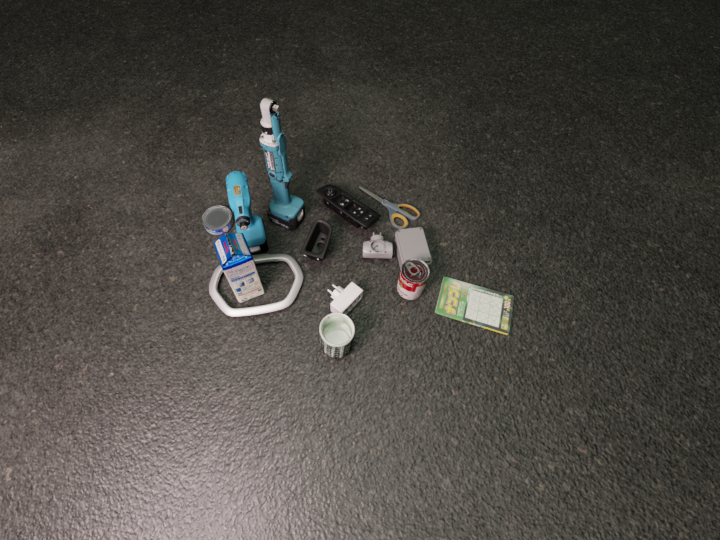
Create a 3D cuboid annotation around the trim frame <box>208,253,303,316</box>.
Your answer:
[{"bbox_3d":[-0.274,0.032,1.114,0.247,0.027,0.191,-11,59,-4],"label":"trim frame"}]

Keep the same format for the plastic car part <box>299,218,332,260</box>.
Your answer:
[{"bbox_3d":[-0.112,-0.073,1.145,0.067,0.069,0.118,15,61,8],"label":"plastic car part"}]

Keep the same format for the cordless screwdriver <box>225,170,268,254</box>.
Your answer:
[{"bbox_3d":[-0.288,-0.117,1.078,0.074,0.242,0.165,-12,61,-9],"label":"cordless screwdriver"}]

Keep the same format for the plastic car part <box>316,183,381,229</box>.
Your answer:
[{"bbox_3d":[-0.039,-0.179,1.207,0.211,0.065,0.065,39,67,22],"label":"plastic car part"}]

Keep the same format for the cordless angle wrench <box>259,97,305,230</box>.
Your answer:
[{"bbox_3d":[-0.205,-0.255,1.059,0.101,0.411,0.074,26,63,12],"label":"cordless angle wrench"}]
